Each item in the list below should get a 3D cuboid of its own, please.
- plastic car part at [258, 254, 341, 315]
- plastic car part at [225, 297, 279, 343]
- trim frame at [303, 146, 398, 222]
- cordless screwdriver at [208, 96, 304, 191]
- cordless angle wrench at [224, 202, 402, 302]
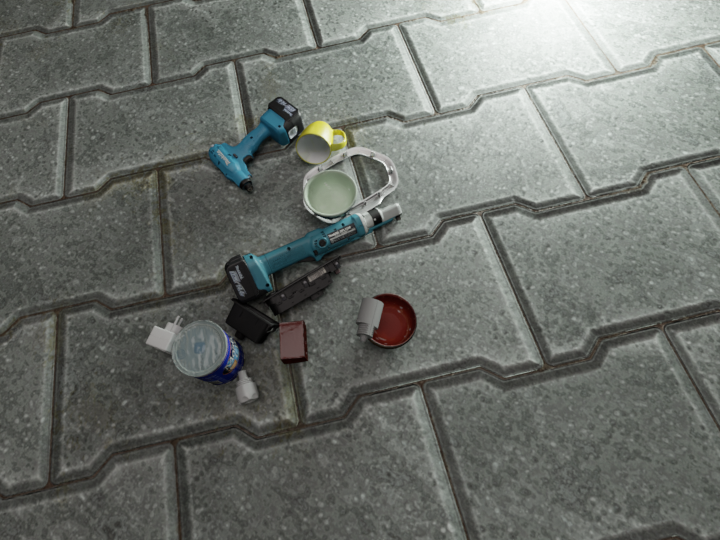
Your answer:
[{"bbox_3d":[-0.124,0.038,0.920,0.201,0.067,0.067,-27,95,-9],"label":"plastic car part"},{"bbox_3d":[-0.235,0.115,0.896,0.120,0.064,0.071,25,85,17],"label":"plastic car part"},{"bbox_3d":[-0.027,-0.214,1.037,0.246,0.027,0.191,-30,68,-10],"label":"trim frame"},{"bbox_3d":[-0.249,-0.318,1.078,0.247,0.072,0.165,-40,70,-9],"label":"cordless screwdriver"},{"bbox_3d":[-0.093,-0.061,0.947,0.418,0.077,0.096,-26,102,-12],"label":"cordless angle wrench"}]
